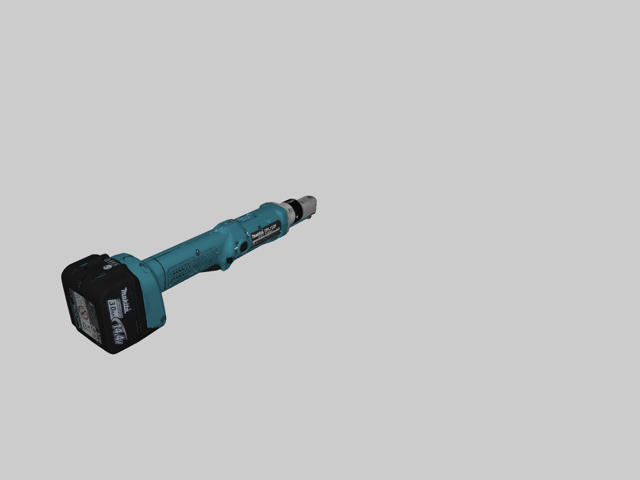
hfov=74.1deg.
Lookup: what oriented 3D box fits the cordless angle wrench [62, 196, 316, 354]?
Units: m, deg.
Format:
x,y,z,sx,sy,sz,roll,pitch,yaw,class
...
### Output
x,y,z,sx,sy,sz,roll,pitch,yaw,class
-0.129,0.004,0.599,0.074,0.098,0.421,21,31,27,cordless angle wrench
